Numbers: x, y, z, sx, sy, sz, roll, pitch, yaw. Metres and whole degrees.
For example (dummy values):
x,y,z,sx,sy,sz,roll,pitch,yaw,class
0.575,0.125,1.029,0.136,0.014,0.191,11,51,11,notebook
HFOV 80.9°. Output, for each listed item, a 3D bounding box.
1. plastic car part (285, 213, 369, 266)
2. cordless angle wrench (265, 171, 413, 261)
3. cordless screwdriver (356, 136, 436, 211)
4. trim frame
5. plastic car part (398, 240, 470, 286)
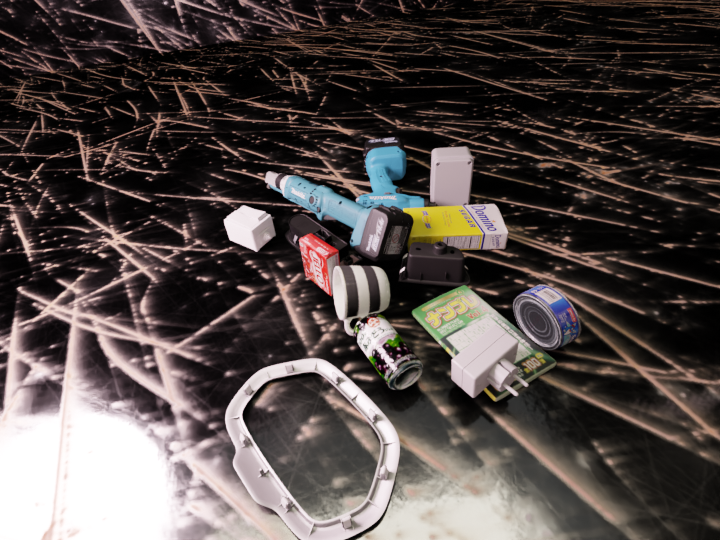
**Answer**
x,y,z,sx,sy,sz,roll,pitch,yaw,class
-0.078,-0.051,0.800,0.065,0.064,0.215,-40,47,-18,plastic car part
-0.080,-0.142,0.879,0.071,0.097,0.448,-2,24,-43,cordless angle wrench
0.076,-0.201,0.931,0.161,0.071,0.255,-2,46,7,cordless screwdriver
-0.067,0.206,0.532,0.181,0.026,0.263,-33,48,-24,trim frame
0.126,-0.018,0.716,0.120,0.068,0.067,4,43,17,plastic car part
